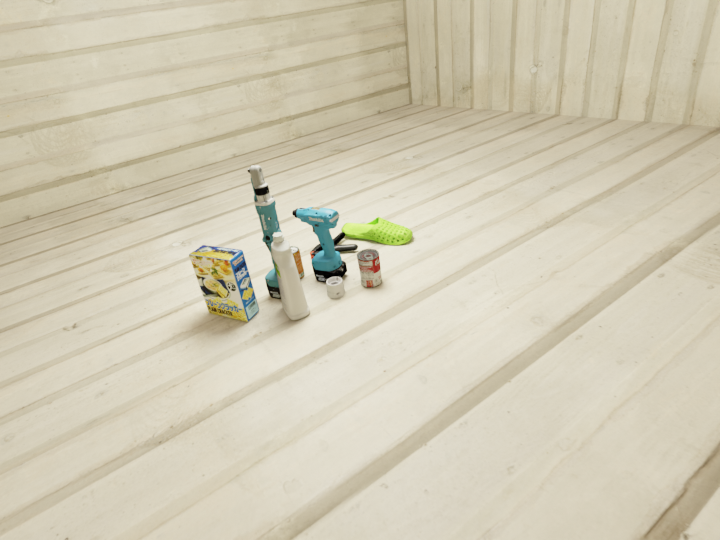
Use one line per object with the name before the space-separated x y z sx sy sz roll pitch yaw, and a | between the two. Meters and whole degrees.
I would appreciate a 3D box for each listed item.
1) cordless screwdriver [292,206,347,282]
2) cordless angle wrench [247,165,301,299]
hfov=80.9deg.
cordless screwdriver | -0.131 -0.086 1.340 0.167 0.241 0.073 11 33 32
cordless angle wrench | -0.261 -0.107 1.249 0.102 0.409 0.074 6 31 24
